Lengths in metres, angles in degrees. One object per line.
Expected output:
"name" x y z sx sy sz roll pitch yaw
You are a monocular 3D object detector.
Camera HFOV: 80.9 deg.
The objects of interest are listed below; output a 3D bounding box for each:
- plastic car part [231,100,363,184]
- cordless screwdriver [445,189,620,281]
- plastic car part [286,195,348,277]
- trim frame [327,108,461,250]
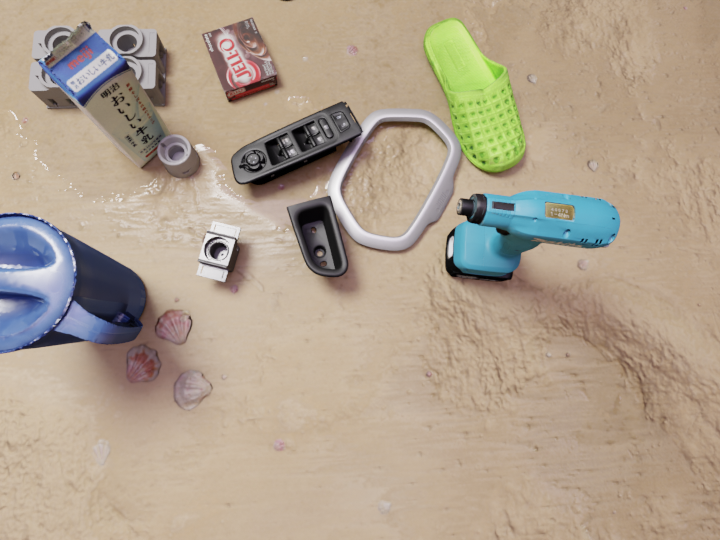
"plastic car part" -0.102 -0.186 0.649 0.201 0.067 0.067 -25 83 -8
"cordless screwdriver" 0.167 -0.042 0.538 0.158 0.248 0.075 8 80 -5
"plastic car part" -0.060 -0.040 0.618 0.065 0.070 0.118 -16 80 -8
"trim frame" 0.057 -0.149 0.668 0.185 0.027 0.249 28 78 3
